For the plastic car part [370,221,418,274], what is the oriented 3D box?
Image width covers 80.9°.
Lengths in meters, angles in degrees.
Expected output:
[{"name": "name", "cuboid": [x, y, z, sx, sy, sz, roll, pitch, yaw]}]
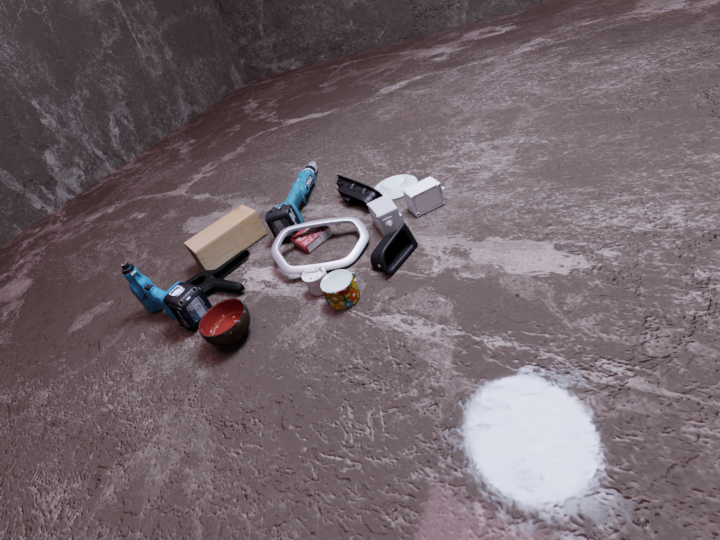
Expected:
[{"name": "plastic car part", "cuboid": [0.061, -0.044, 0.937, 0.115, 0.063, 0.074, -47, 26, -25]}]

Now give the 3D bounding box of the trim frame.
[{"name": "trim frame", "cuboid": [-0.102, -0.067, 1.047, 0.252, 0.026, 0.190, -10, 49, 10]}]

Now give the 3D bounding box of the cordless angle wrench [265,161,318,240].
[{"name": "cordless angle wrench", "cuboid": [-0.187, -0.243, 1.307, 0.076, 0.094, 0.430, -14, 33, 18]}]

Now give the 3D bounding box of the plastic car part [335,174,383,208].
[{"name": "plastic car part", "cuboid": [-0.009, -0.216, 1.188, 0.067, 0.063, 0.215, -46, 40, -15]}]

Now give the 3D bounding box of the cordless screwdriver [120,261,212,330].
[{"name": "cordless screwdriver", "cuboid": [-0.488, 0.054, 1.042, 0.261, 0.152, 0.074, 9, 45, 35]}]
